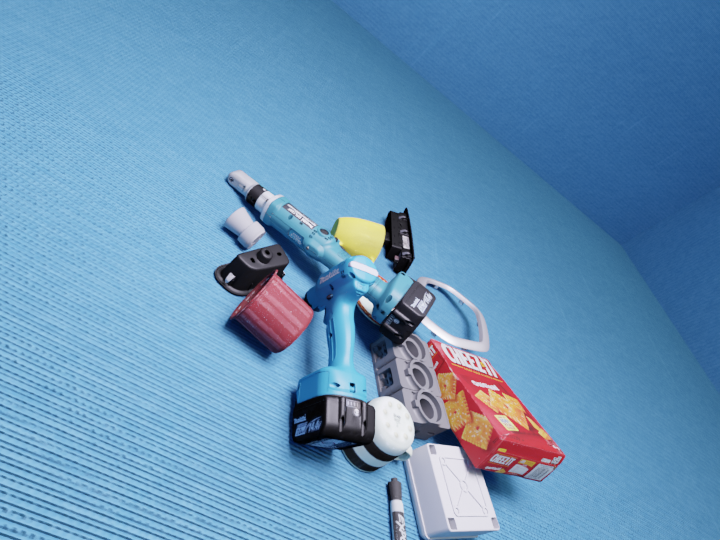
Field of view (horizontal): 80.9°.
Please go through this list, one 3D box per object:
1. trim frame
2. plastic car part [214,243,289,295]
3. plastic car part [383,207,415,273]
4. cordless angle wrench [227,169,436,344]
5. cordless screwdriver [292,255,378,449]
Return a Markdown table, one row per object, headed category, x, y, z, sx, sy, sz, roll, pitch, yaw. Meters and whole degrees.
| category | x | y | z | sx | sy | sz | roll | pitch | yaw |
| --- | --- | --- | --- | --- | --- | --- | --- | --- | --- |
| trim frame | 0.182 | 0.086 | 0.884 | 0.185 | 0.027 | 0.249 | 28 | 27 | 0 |
| plastic car part | -0.154 | -0.008 | 0.645 | 0.068 | 0.072 | 0.112 | 55 | 32 | 13 |
| plastic car part | 0.084 | -0.075 | 0.976 | 0.067 | 0.065 | 0.207 | 12 | 41 | -3 |
| cordless angle wrench | -0.071 | -0.047 | 0.730 | 0.433 | 0.074 | 0.096 | 38 | 33 | 12 |
| cordless screwdriver | -0.045 | 0.112 | 0.595 | 0.071 | 0.163 | 0.254 | 22 | 56 | -28 |
